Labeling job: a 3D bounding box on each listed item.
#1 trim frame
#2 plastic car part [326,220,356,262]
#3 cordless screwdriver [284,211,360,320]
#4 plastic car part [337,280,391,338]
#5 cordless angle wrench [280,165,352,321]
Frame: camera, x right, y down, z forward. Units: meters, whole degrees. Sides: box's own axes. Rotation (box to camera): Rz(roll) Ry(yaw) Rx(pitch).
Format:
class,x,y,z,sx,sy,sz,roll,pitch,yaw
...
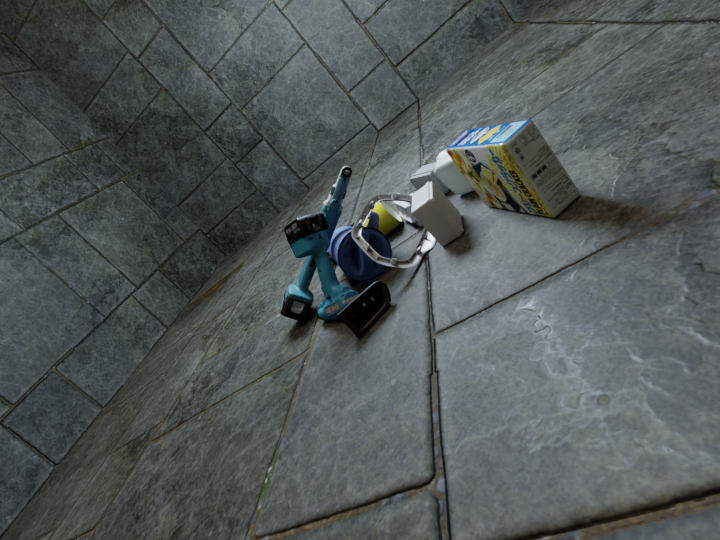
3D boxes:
class,x,y,z,sx,sy,sz,roll,pitch,yaw
trim frame,0.085,-0.101,0.971,0.027,0.188,0.248,101,-165,-48
plastic car part,-0.031,-0.095,1.312,0.203,0.063,0.070,-40,26,6
cordless screwdriver,-0.101,-0.002,1.003,0.072,0.253,0.162,-18,-11,-36
plastic car part,0.009,0.077,0.883,0.116,0.066,0.071,-43,2,-13
cordless angle wrench,-0.108,-0.070,1.102,0.100,0.073,0.420,-107,38,-71
